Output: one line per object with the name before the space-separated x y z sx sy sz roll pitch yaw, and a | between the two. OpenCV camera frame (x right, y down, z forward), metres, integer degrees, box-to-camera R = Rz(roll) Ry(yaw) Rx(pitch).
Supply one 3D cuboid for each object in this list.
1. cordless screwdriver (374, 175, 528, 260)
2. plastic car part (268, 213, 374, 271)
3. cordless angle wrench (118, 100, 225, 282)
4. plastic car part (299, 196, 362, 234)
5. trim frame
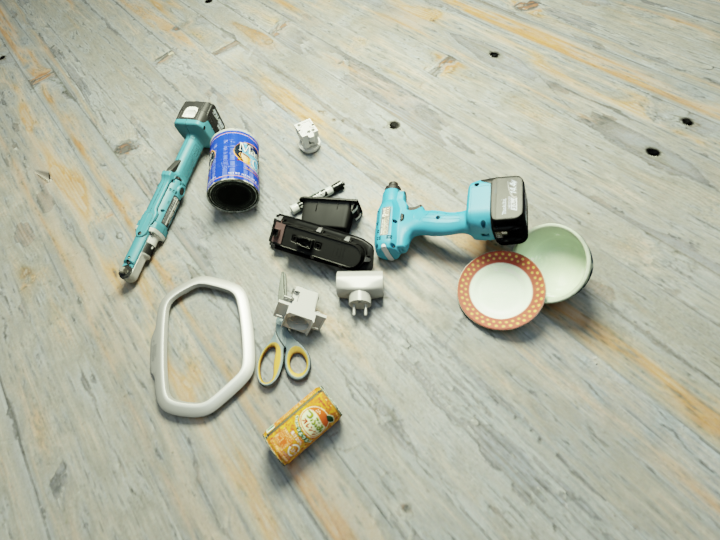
cordless screwdriver | 0.146 -0.106 0.721 0.258 0.070 0.162 -7 57 26
plastic car part | -0.073 -0.048 0.747 0.208 0.065 0.066 17 91 13
cordless angle wrench | -0.395 -0.169 0.878 0.076 0.094 0.429 7 64 11
plastic car part | -0.061 -0.096 0.791 0.119 0.063 0.072 4 74 14
trim frame | -0.269 0.118 0.711 0.184 0.026 0.258 -16 59 -1
